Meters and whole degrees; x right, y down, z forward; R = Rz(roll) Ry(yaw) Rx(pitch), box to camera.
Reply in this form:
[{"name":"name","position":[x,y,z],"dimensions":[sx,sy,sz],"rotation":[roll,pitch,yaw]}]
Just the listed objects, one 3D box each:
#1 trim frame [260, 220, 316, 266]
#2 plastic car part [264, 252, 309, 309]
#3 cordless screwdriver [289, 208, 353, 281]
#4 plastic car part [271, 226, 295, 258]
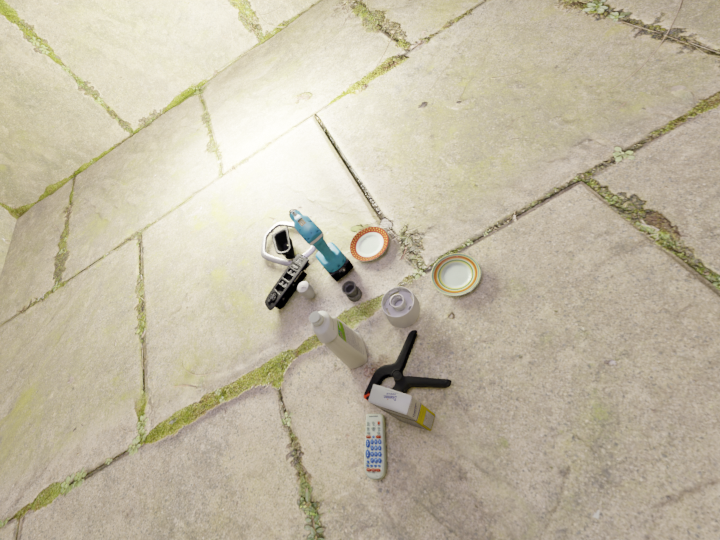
[{"name":"trim frame","position":[-0.251,-0.100,1.493],"dimensions":[0.262,0.026,0.185],"rotation":[13,66,35]},{"name":"plastic car part","position":[-0.231,0.044,1.359],"dimensions":[0.070,0.063,0.202],"rotation":[29,76,39]},{"name":"cordless screwdriver","position":[-0.124,-0.081,1.271],"dimensions":[0.074,0.235,0.168],"rotation":[-41,49,-3]},{"name":"plastic car part","position":[-0.256,-0.081,1.455],"dimensions":[0.066,0.067,0.122],"rotation":[-28,50,9]}]
